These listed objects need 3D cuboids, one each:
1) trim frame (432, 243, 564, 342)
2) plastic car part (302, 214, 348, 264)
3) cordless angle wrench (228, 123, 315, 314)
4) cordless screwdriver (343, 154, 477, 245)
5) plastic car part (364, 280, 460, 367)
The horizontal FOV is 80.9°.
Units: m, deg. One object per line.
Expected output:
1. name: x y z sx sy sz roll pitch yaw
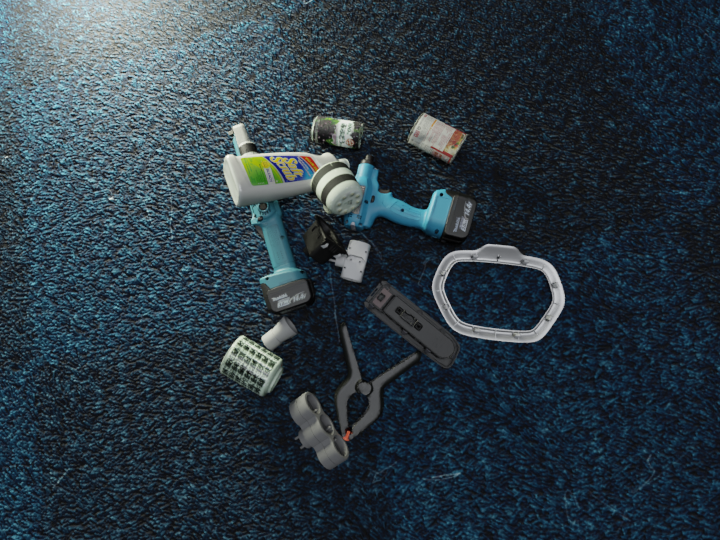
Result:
1. trim frame: 0.267 0.042 0.821 0.252 0.027 0.186 6 79 8
2. plastic car part: -0.083 -0.054 0.845 0.071 0.062 0.122 -46 34 8
3. cordless angle wrench: -0.197 -0.122 0.878 0.098 0.073 0.432 -19 76 0
4. cordless screwdriver: 0.100 -0.142 0.850 0.254 0.072 0.160 11 81 11
5. plastic car part: 0.106 0.102 0.809 0.206 0.066 0.066 40 78 8
